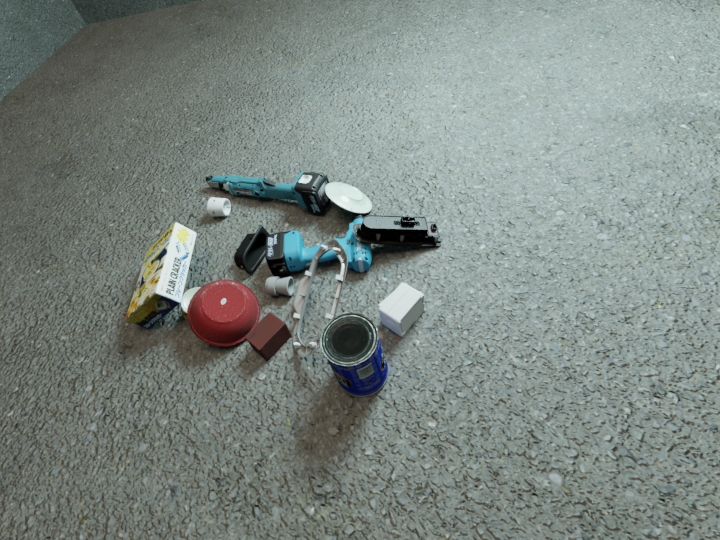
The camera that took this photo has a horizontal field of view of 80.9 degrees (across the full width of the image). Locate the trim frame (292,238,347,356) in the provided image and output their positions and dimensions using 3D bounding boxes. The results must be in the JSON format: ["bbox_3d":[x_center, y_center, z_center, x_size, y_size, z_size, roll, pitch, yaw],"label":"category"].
[{"bbox_3d":[-0.089,0.052,0.864,0.191,0.026,0.250,-4,70,60],"label":"trim frame"}]

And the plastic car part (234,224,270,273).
[{"bbox_3d":[-0.283,-0.052,1.075,0.075,0.062,0.117,7,57,39],"label":"plastic car part"}]

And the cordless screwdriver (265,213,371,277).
[{"bbox_3d":[-0.099,-0.065,1.018,0.252,0.071,0.164,-5,51,8],"label":"cordless screwdriver"}]

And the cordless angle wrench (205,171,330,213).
[{"bbox_3d":[-0.281,-0.237,1.204,0.443,0.093,0.074,12,56,29],"label":"cordless angle wrench"}]

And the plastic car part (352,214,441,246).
[{"bbox_3d":[0.084,-0.093,0.958,0.202,0.065,0.068,-1,60,-2],"label":"plastic car part"}]
